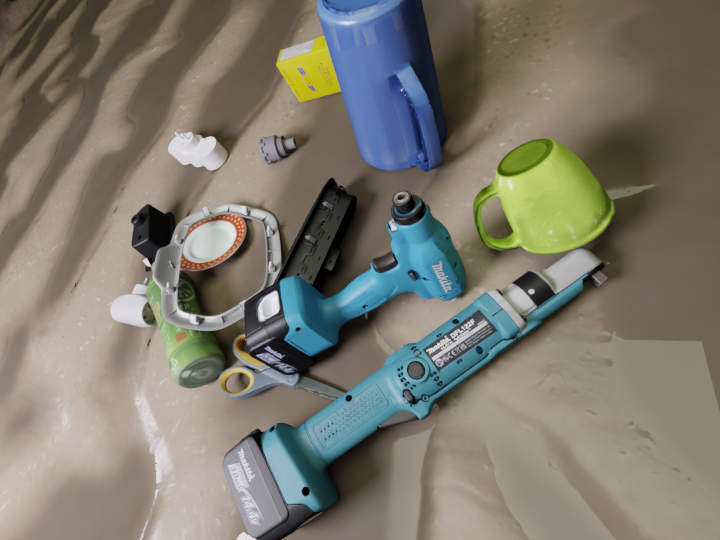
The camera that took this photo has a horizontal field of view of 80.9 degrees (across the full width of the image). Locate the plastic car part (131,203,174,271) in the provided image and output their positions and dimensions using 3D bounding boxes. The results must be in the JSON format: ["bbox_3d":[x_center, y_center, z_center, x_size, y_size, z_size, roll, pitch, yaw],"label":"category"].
[{"bbox_3d":[-0.377,-0.069,0.755,0.067,0.067,0.121,-25,57,10],"label":"plastic car part"}]

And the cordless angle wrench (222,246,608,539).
[{"bbox_3d":[0.059,0.107,0.427,0.423,0.071,0.102,-36,62,1],"label":"cordless angle wrench"}]

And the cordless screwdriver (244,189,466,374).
[{"bbox_3d":[-0.018,0.017,0.462,0.252,0.150,0.077,-26,46,13],"label":"cordless screwdriver"}]

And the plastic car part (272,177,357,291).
[{"bbox_3d":[-0.056,-0.037,0.574,0.070,0.063,0.204,12,69,21],"label":"plastic car part"}]

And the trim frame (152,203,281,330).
[{"bbox_3d":[-0.209,-0.019,0.623,0.184,0.026,0.258,-10,50,-1],"label":"trim frame"}]
